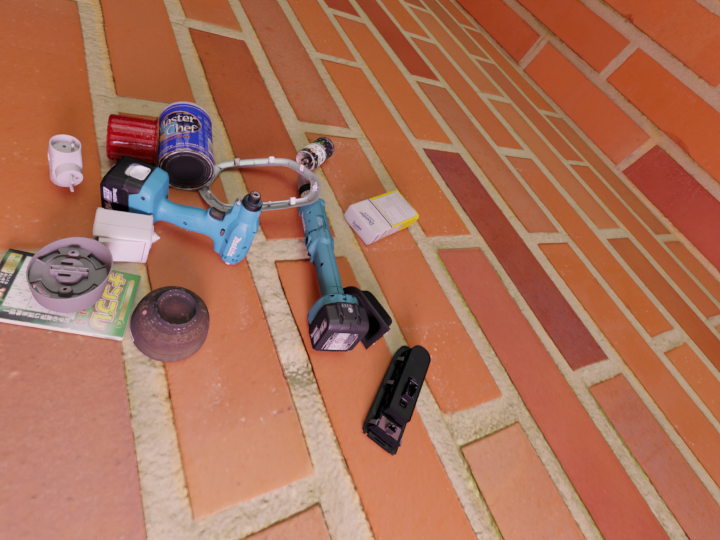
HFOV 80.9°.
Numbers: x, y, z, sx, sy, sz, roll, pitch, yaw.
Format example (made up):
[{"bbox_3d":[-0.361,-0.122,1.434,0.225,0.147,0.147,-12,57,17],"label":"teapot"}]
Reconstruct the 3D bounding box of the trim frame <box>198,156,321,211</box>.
[{"bbox_3d":[-0.199,-0.176,0.854,0.242,0.027,0.193,-7,48,-19],"label":"trim frame"}]

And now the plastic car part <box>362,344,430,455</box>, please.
[{"bbox_3d":[0.072,0.197,0.715,0.067,0.067,0.202,30,40,2],"label":"plastic car part"}]

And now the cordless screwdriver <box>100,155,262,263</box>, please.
[{"bbox_3d":[-0.286,-0.110,0.691,0.244,0.159,0.076,24,45,-11],"label":"cordless screwdriver"}]

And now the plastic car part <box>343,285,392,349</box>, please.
[{"bbox_3d":[0.016,0.076,0.791,0.067,0.066,0.121,1,49,-51],"label":"plastic car part"}]

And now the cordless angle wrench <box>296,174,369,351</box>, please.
[{"bbox_3d":[-0.080,-0.052,0.820,0.071,0.098,0.441,6,47,-26],"label":"cordless angle wrench"}]
